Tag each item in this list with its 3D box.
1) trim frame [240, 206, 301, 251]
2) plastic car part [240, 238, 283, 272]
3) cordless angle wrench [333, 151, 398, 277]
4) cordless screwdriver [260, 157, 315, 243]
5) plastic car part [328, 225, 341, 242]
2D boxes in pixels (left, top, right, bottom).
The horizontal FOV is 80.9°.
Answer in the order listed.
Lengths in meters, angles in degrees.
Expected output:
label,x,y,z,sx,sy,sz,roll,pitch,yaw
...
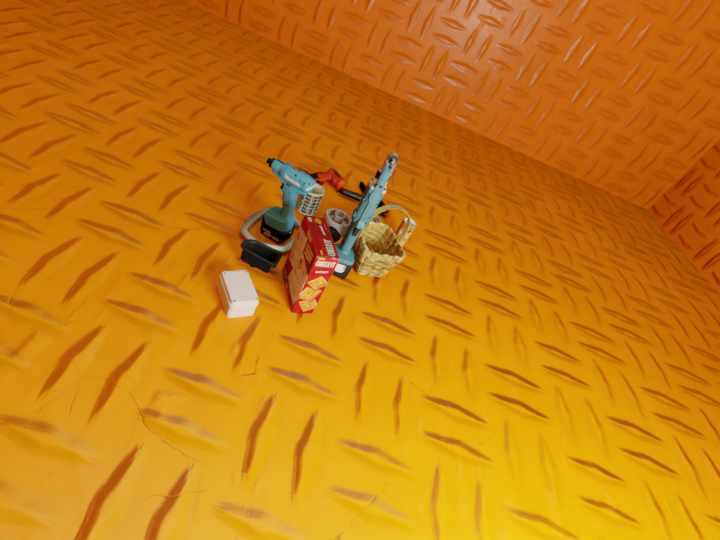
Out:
label,x,y,z,sx,sy,sz,roll,pitch,yaw
trim frame,-0.279,-0.135,1.357,0.186,0.027,0.248,28,37,4
plastic car part,-0.288,-0.035,1.195,0.116,0.070,0.067,25,37,-2
cordless angle wrench,0.004,-0.156,1.216,0.073,0.420,0.101,18,38,-15
cordless screwdriver,-0.245,-0.214,1.289,0.162,0.247,0.073,35,37,8
plastic car part,-0.132,-0.086,1.349,0.068,0.066,0.198,38,38,13
